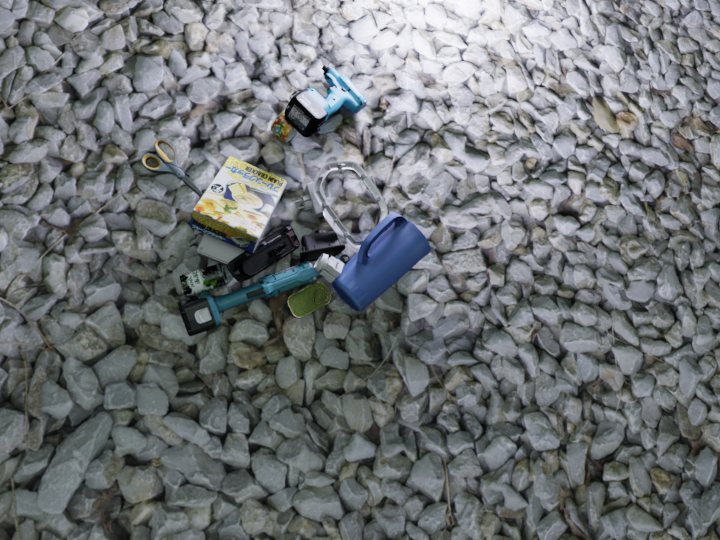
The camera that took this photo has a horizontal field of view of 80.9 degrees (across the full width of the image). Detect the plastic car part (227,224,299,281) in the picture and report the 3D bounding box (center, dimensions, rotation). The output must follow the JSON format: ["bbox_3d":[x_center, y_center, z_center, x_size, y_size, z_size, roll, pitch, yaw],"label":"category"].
[{"bbox_3d":[-0.221,-0.038,1.012,0.199,0.070,0.064,-35,115,-30],"label":"plastic car part"}]

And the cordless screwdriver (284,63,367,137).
[{"bbox_3d":[-0.102,-0.458,1.115,0.160,0.075,0.245,47,50,0],"label":"cordless screwdriver"}]

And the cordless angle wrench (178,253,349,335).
[{"bbox_3d":[-0.217,0.038,1.018,0.414,0.101,0.073,-21,101,-19],"label":"cordless angle wrench"}]

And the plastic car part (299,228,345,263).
[{"bbox_3d":[-0.105,-0.069,1.076,0.114,0.065,0.073,-15,69,-17],"label":"plastic car part"}]

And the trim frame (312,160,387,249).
[{"bbox_3d":[-0.021,-0.171,1.093,0.182,0.028,0.242,-43,107,-23],"label":"trim frame"}]
